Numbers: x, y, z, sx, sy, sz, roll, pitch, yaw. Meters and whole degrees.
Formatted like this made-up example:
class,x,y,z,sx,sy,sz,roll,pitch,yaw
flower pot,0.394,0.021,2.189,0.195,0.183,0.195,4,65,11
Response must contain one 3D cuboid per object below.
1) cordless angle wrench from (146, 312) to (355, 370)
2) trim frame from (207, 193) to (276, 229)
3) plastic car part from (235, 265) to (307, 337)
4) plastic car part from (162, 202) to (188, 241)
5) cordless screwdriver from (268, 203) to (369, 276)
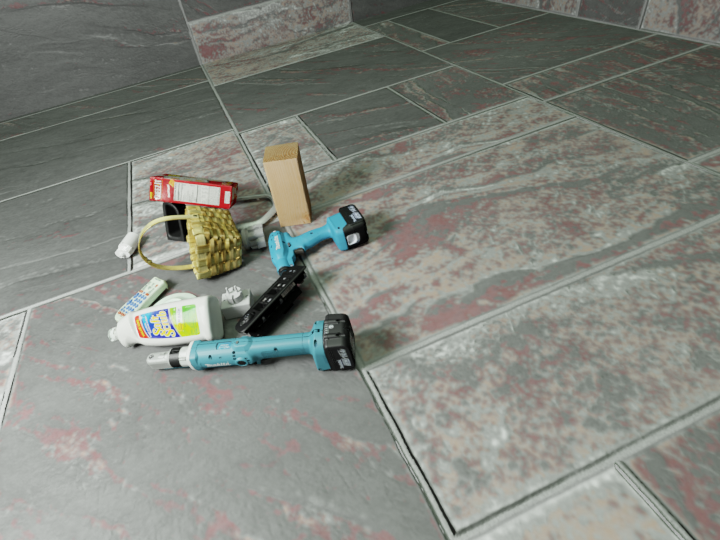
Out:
class,x,y,z,sx,sy,sz,roll,pitch,yaw
cordless angle wrench,-0.225,0.158,0.826,0.430,0.093,0.076,-7,45,10
trim frame,-0.359,-0.175,1.259,0.251,0.026,0.190,-10,43,5
plastic car part,-0.189,0.072,0.921,0.070,0.064,0.200,8,44,47
plastic car part,-0.521,-0.149,1.218,0.068,0.114,0.070,7,20,20
cordless screwdriver,-0.103,-0.067,1.050,0.248,0.071,0.167,-19,43,-2
